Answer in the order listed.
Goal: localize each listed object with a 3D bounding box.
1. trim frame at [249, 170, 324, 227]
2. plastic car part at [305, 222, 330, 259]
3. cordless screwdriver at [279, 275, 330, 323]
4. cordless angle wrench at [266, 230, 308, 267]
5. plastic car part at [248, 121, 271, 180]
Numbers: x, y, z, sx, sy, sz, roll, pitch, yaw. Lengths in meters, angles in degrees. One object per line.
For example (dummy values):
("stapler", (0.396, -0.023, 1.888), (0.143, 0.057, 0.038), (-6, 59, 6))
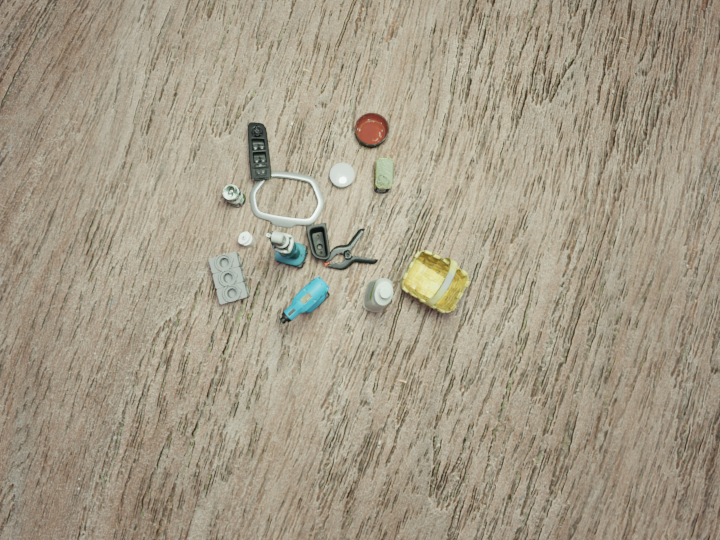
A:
("trim frame", (-0.243, -0.234, 1.394), (0.249, 0.027, 0.185), (8, 83, 2))
("plastic car part", (-0.132, -0.086, 1.352), (0.066, 0.070, 0.117), (-11, 84, -3))
("cordless screwdriver", (-0.162, 0.091, 1.241), (0.159, 0.248, 0.075), (-43, 90, -5))
("cordless angle wrench", (-0.205, -0.064, 1.175), (0.098, 0.421, 0.074), (14, 85, -3))
("plastic car part", (-0.332, -0.390, 1.396), (0.066, 0.066, 0.205), (-7, 83, -2))
